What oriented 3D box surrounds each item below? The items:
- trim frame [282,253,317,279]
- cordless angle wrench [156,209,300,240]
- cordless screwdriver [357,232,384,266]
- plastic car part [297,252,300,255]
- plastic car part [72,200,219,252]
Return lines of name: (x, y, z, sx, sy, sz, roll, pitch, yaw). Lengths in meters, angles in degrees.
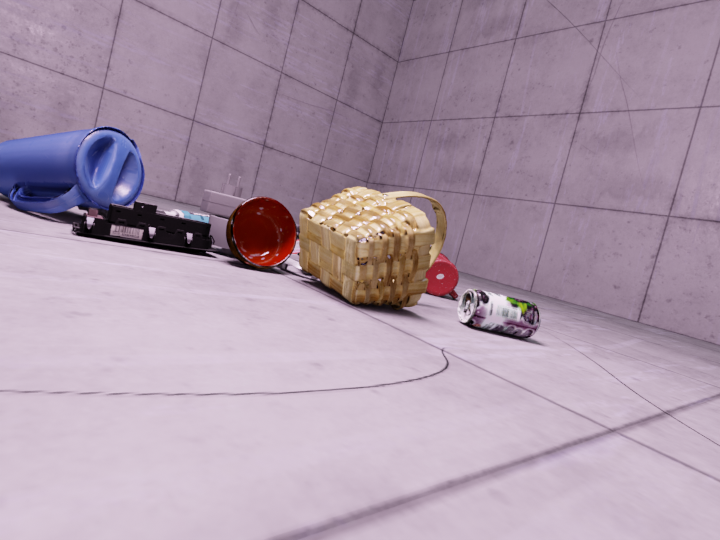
trim frame: (-0.057, -0.001, 0.794, 0.192, 0.027, 0.238, 15, 3, 23)
cordless angle wrench: (-0.281, -0.083, 0.857, 0.103, 0.074, 0.402, 17, 8, 38)
cordless screwdriver: (-0.039, -0.060, 0.930, 0.156, 0.074, 0.253, 29, -9, -11)
plastic car part: (-0.075, -0.049, 0.770, 0.064, 0.070, 0.120, 14, 7, -18)
plastic car part: (-0.308, -0.064, 0.630, 0.193, 0.067, 0.069, 14, -4, -35)
